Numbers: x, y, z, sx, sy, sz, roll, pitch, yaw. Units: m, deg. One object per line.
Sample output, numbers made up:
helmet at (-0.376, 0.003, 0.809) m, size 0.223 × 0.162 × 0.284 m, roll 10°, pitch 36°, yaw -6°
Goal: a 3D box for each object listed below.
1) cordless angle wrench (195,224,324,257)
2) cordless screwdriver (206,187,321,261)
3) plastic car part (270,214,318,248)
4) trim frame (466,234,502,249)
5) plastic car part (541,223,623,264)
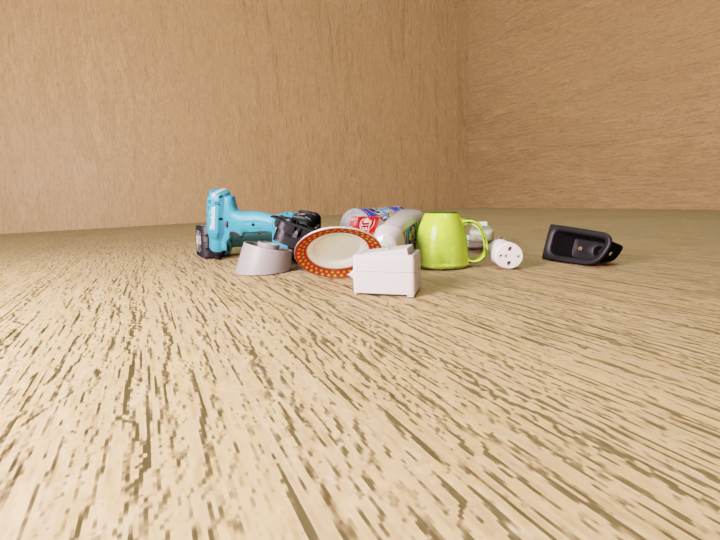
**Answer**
cordless angle wrench at (-0.199, -0.084, 1.081) m, size 0.407 × 0.074 × 0.102 m, roll -5°, pitch 9°, yaw -29°
cordless screwdriver at (-0.212, -0.072, 0.892) m, size 0.255 × 0.156 × 0.074 m, roll 15°, pitch 25°, yaw 13°
plastic car part at (-0.076, -0.050, 0.780) m, size 0.201 × 0.067 × 0.067 m, roll 24°, pitch 14°, yaw -6°
trim frame at (0.225, -0.071, 1.030) m, size 0.258 × 0.027 × 0.179 m, roll 0°, pitch 9°, yaw 23°
plastic car part at (0.392, -0.038, 0.733) m, size 0.068 × 0.066 × 0.122 m, roll 10°, pitch 6°, yaw -29°
